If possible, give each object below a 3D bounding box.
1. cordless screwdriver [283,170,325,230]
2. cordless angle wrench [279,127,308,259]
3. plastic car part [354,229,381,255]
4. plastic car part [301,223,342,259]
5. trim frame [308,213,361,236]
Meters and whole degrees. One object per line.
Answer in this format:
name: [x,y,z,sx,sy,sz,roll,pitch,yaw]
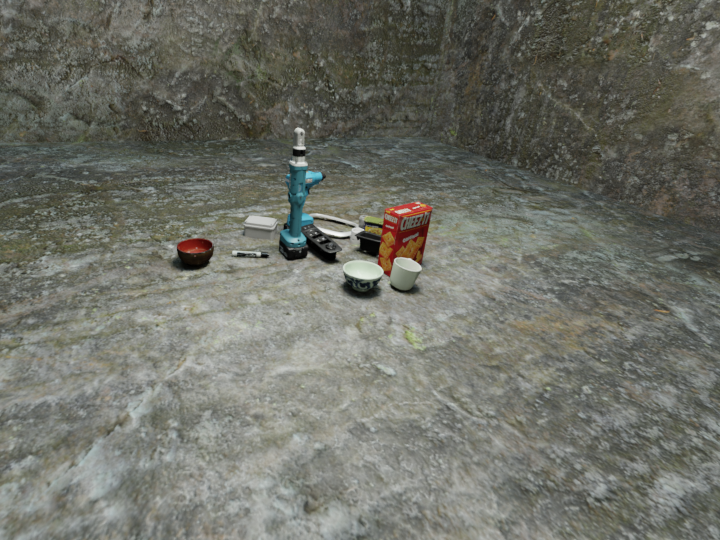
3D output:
cordless screwdriver: [-0.202,-0.240,1.542,0.153,0.243,0.079,-15,34,-38]
cordless angle wrench: [-0.207,-0.241,1.358,0.072,0.414,0.104,-9,30,-31]
plastic car part: [0.042,-0.090,1.484,0.122,0.069,0.064,22,30,28]
plastic car part: [-0.143,-0.094,1.464,0.064,0.065,0.215,-14,33,-35]
trim frame: [-0.118,-0.180,1.676,0.256,0.027,0.183,13,29,16]
